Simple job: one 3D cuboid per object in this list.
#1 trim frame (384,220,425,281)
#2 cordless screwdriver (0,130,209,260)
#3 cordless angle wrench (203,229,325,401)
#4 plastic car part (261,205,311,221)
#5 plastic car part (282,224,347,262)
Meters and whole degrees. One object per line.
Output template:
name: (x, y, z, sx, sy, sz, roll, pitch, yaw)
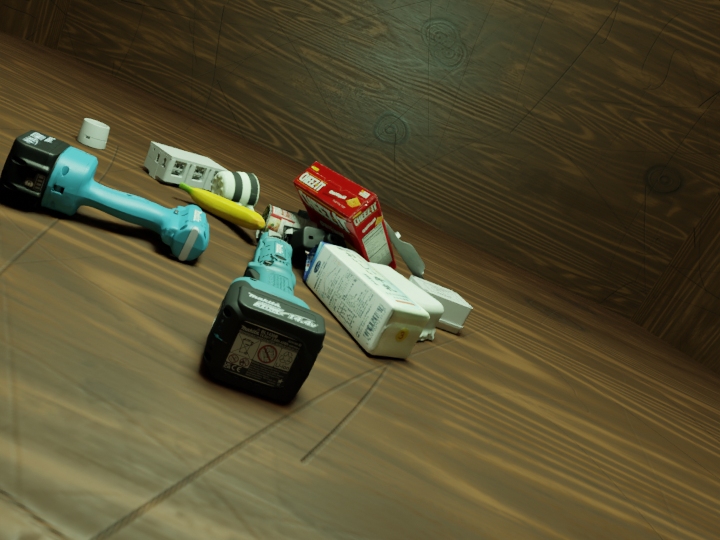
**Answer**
trim frame: (0.057, -0.041, 0.865, 0.239, 0.027, 0.193, 56, -16, -24)
cordless screwdriver: (-0.326, -0.099, 0.574, 0.239, 0.074, 0.166, 24, 13, -24)
cordless angle wrench: (-0.118, 0.006, 0.555, 0.095, 0.074, 0.435, 22, 12, -16)
plastic car part: (-0.142, -0.099, 0.913, 0.193, 0.067, 0.070, 2, 34, -51)
plastic car part: (-0.073, -0.048, 0.744, 0.112, 0.067, 0.072, 8, -18, -26)
